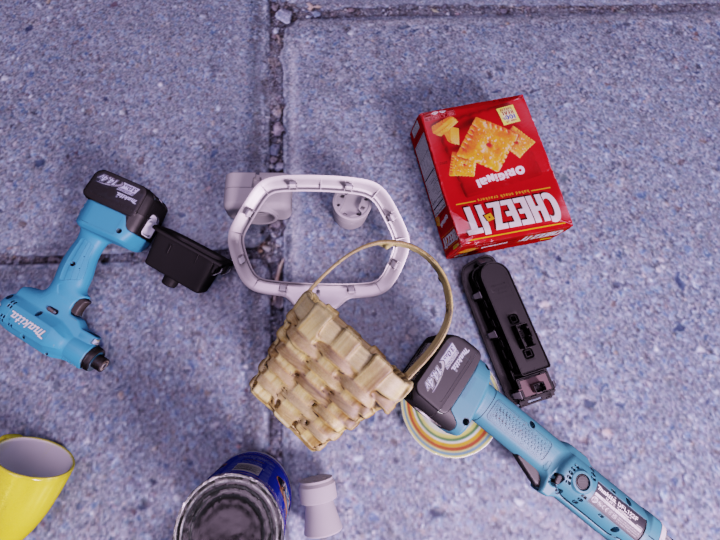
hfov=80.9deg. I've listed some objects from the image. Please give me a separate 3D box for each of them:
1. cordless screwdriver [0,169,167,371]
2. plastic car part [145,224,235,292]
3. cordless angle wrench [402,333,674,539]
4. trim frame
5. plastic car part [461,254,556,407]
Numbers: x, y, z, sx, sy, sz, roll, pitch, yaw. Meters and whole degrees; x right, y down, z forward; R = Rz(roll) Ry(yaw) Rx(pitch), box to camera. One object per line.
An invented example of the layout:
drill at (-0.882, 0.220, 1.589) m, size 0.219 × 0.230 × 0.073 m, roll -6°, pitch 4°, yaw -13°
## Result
cordless screwdriver at (-0.351, -0.001, 0.571) m, size 0.162 × 0.073 × 0.249 m, roll 27°, pitch 78°, yaw 7°
plastic car part at (-0.242, -0.008, 0.582) m, size 0.118 × 0.065 × 0.071 m, roll 24°, pitch 90°, yaw 5°
cordless angle wrench at (0.237, 0.238, 0.491) m, size 0.425 × 0.074 × 0.097 m, roll 39°, pitch 75°, yaw 3°
trim frame at (-0.056, -0.037, 0.575) m, size 0.247 × 0.028 × 0.182 m, roll 3°, pitch 103°, yaw -3°
plastic car part at (0.194, 0.072, 0.560) m, size 0.066 × 0.065 × 0.209 m, roll -19°, pitch 71°, yaw -1°
